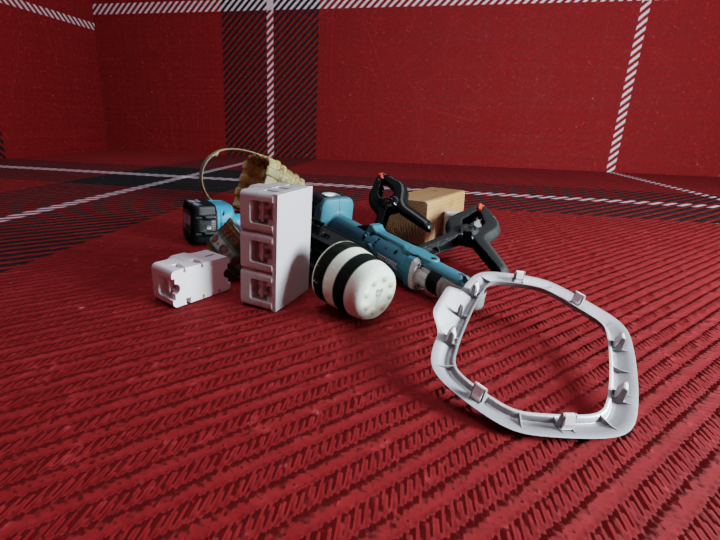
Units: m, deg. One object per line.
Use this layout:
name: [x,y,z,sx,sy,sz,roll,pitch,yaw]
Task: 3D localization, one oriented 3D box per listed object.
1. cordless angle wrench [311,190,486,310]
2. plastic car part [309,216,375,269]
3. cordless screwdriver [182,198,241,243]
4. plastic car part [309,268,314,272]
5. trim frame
cordless angle wrench: [0.032,-0.039,0.695,0.071,0.096,0.447,-8,25,-31]
plastic car part: [-0.061,-0.040,0.626,0.206,0.066,0.066,30,30,7]
cordless screwdriver: [-0.243,-0.111,0.888,0.239,0.073,0.168,-4,19,-28]
plastic car part: [-0.098,-0.046,0.714,0.063,0.070,0.123,-8,24,-33]
trim frame: [0.168,0.064,0.421,0.192,0.027,0.245,17,36,24]
